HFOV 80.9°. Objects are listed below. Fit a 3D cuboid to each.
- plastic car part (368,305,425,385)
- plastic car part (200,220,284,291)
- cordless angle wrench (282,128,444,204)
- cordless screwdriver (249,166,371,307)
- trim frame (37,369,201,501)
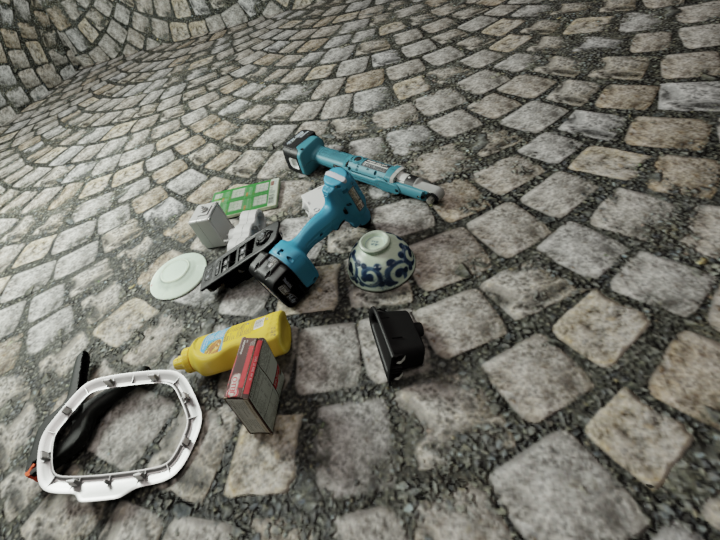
[{"bbox_3d":[0.058,0.095,0.613,0.070,0.064,0.121,-6,40,-7],"label":"plastic car part"},{"bbox_3d":[-0.216,-0.017,0.800,0.206,0.064,0.068,-33,31,23],"label":"plastic car part"},{"bbox_3d":[-0.003,-0.226,0.940,0.447,0.071,0.097,27,61,36],"label":"cordless angle wrench"},{"bbox_3d":[-0.075,-0.049,0.766,0.079,0.151,0.248,31,78,36],"label":"cordless screwdriver"},{"bbox_3d":[-0.357,0.237,0.626,0.249,0.026,0.191,-7,52,2],"label":"trim frame"}]
